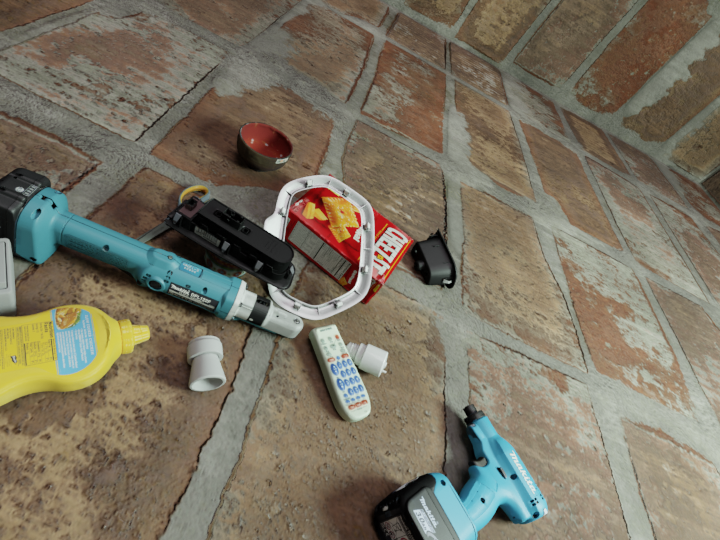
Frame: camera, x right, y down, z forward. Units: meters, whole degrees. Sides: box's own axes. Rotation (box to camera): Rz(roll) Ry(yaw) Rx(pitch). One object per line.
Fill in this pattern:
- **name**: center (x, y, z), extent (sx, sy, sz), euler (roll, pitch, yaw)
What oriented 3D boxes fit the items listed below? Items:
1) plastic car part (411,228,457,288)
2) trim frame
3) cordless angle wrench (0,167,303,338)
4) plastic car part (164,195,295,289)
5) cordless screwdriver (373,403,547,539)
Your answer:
- **plastic car part**: center (0.141, -0.019, 0.857), extent (0.069, 0.065, 0.121), euler (-4, 56, -17)
- **trim frame**: center (-0.068, -0.044, 0.693), extent (0.183, 0.027, 0.252), euler (6, 75, -3)
- **cordless angle wrench**: center (-0.268, 0.001, 0.569), extent (0.412, 0.098, 0.076), euler (25, 40, -14)
- **plastic car part**: center (-0.175, -0.049, 0.612), extent (0.202, 0.067, 0.066), euler (35, 36, -3)
- **cordless screwdriver**: center (0.127, 0.278, 0.554), extent (0.237, 0.074, 0.166), euler (-4, 53, -39)
